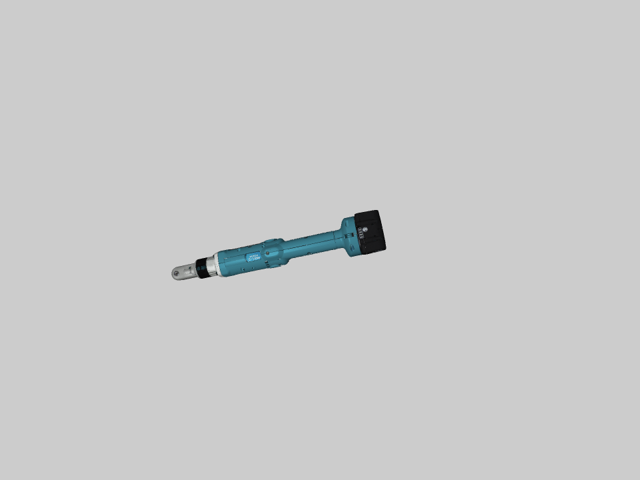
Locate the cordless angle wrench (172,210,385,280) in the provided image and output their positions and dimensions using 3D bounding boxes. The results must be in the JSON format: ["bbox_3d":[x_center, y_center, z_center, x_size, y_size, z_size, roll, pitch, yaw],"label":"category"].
[{"bbox_3d":[-0.089,0.026,0.819,0.423,0.074,0.098,-12,-5,7],"label":"cordless angle wrench"}]
